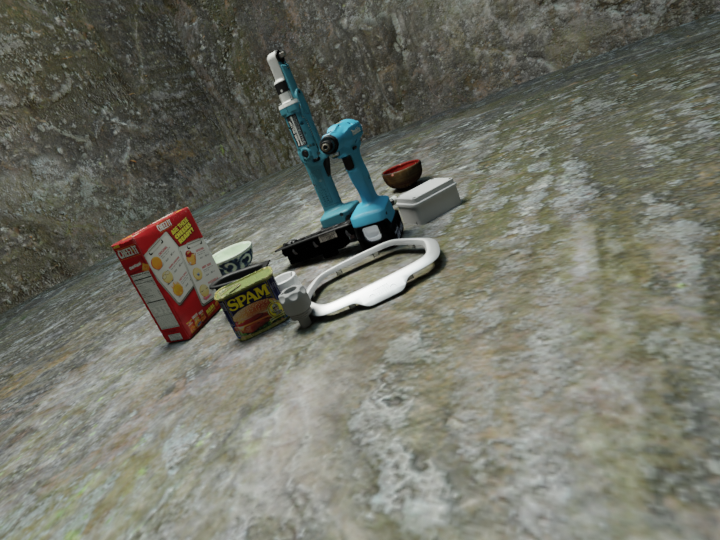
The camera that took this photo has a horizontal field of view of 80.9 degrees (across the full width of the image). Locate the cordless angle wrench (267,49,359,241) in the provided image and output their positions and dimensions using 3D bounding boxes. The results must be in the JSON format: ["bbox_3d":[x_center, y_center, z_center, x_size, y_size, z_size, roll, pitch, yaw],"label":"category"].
[{"bbox_3d":[-0.104,-0.258,0.913,0.102,0.412,0.073,-12,19,33],"label":"cordless angle wrench"}]

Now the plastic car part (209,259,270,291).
[{"bbox_3d":[-0.218,0.035,0.804,0.118,0.069,0.067,-20,18,10],"label":"plastic car part"}]

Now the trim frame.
[{"bbox_3d":[0.012,0.006,0.688,0.247,0.027,0.190,-25,20,-4],"label":"trim frame"}]

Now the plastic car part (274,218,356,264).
[{"bbox_3d":[-0.088,-0.057,0.897,0.210,0.065,0.066,-12,21,28],"label":"plastic car part"}]

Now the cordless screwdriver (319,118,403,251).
[{"bbox_3d":[-0.002,-0.151,0.782,0.076,0.242,0.159,-15,19,24],"label":"cordless screwdriver"}]
